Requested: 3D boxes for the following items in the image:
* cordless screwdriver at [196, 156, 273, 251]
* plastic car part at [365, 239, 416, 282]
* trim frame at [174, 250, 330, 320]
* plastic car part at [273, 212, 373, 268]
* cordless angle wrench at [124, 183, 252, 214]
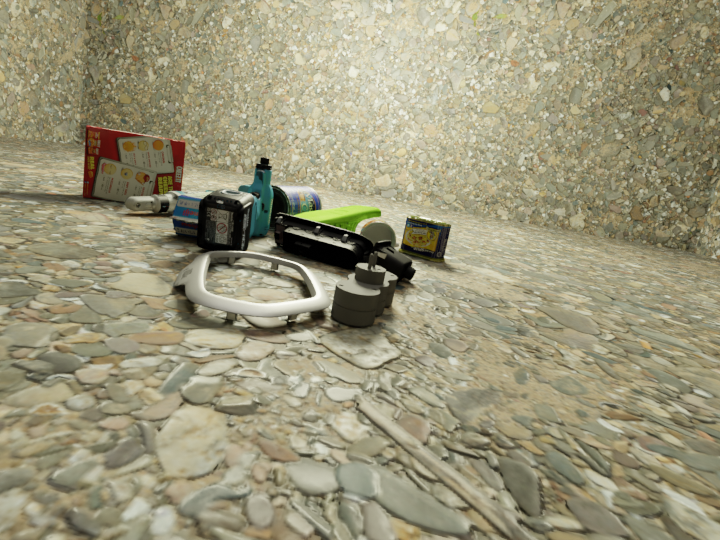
[{"bbox_3d":[-0.208,-0.123,0.762,0.075,0.157,0.250,11,15,0],"label":"cordless screwdriver"},{"bbox_3d":[0.055,-0.008,0.701,0.073,0.066,0.113,31,16,17],"label":"plastic car part"},{"bbox_3d":[-0.137,0.013,0.537,0.179,0.027,0.258,6,16,-18],"label":"trim frame"},{"bbox_3d":[-0.073,-0.048,0.750,0.210,0.065,0.066,14,23,19],"label":"plastic car part"},{"bbox_3d":[-0.366,-0.168,1.026,0.103,0.073,0.408,16,18,27],"label":"cordless angle wrench"}]
